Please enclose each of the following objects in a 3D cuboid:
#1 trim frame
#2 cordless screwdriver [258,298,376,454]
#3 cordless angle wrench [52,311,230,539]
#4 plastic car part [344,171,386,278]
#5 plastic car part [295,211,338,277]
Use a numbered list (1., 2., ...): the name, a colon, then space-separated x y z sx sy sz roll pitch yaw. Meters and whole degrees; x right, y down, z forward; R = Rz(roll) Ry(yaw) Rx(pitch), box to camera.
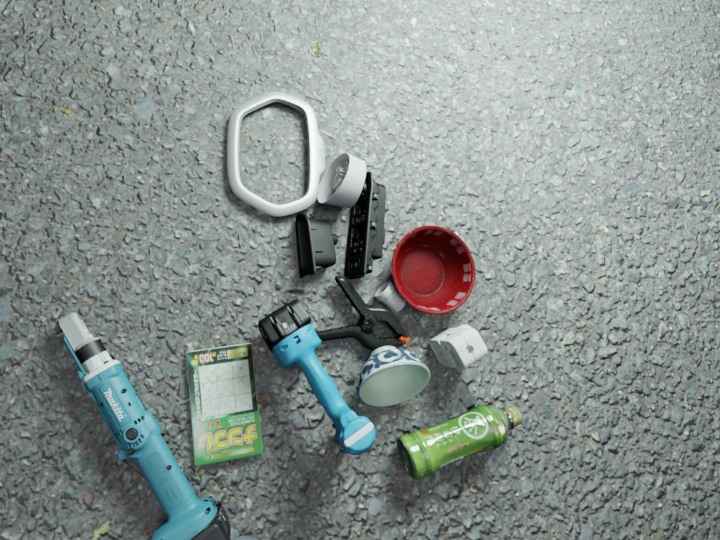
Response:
1. trim frame: -0.155 -0.220 0.789 0.181 0.027 0.252 -2 77 -9
2. cordless screwdriver: -0.072 0.178 0.684 0.073 0.157 0.257 -30 72 -20
3. cordless angle wrench: -0.342 0.246 0.642 0.097 0.074 0.427 -32 84 -16
4. plastic car part: 0.016 -0.085 0.777 0.065 0.068 0.205 6 78 -22
5. plastic car part: -0.074 -0.049 0.759 0.068 0.068 0.118 3 75 -28
